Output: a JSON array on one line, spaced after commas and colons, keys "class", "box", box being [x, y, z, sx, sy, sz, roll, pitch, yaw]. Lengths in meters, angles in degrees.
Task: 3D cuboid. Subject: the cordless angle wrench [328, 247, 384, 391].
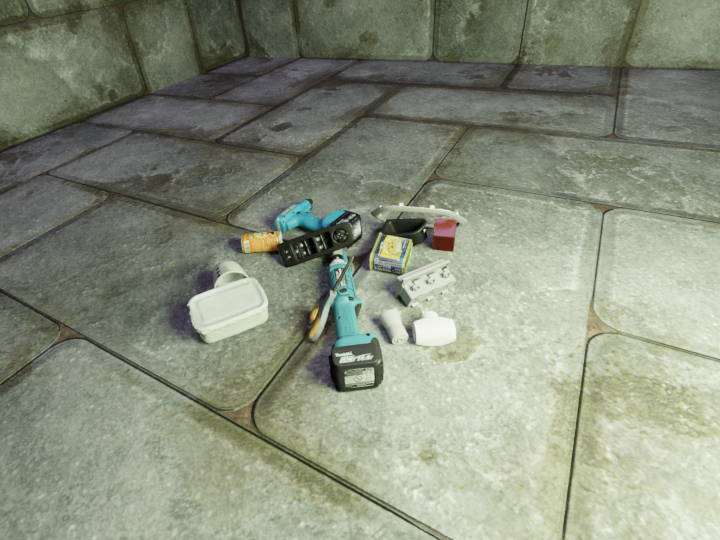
[{"class": "cordless angle wrench", "box": [-0.034, 0.065, 0.926, 0.098, 0.072, 0.439, -8, 36, -4]}]

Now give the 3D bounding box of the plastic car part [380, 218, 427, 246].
[{"class": "plastic car part", "box": [0.120, -0.092, 1.096, 0.122, 0.067, 0.066, 3, 51, 31]}]

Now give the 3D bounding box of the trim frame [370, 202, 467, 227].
[{"class": "trim frame", "box": [0.150, -0.140, 1.106, 0.256, 0.177, 0.028, 5, 80, 15]}]

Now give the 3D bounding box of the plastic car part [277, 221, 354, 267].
[{"class": "plastic car part", "box": [-0.105, -0.069, 1.074, 0.208, 0.066, 0.065, -18, 1, 20]}]

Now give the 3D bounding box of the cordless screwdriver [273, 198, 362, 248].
[{"class": "cordless screwdriver", "box": [-0.108, -0.146, 1.202, 0.261, 0.071, 0.157, 15, 42, 31]}]
